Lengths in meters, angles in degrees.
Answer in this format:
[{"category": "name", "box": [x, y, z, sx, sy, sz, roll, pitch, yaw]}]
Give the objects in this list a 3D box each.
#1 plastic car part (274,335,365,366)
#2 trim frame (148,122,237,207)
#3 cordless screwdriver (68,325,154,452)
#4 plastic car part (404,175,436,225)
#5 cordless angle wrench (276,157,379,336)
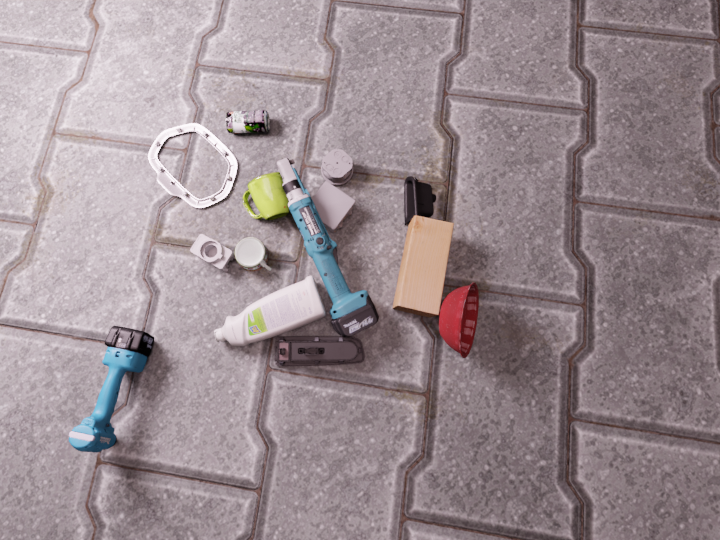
[{"category": "plastic car part", "box": [-0.091, 0.176, 0.938, 0.203, 0.066, 0.068, 0, 71, -1]}, {"category": "trim frame", "box": [-0.424, -0.269, 1.067, 0.253, 0.027, 0.183, 44, 83, 9]}, {"category": "cordless screwdriver", "box": [-0.524, 0.255, 0.909, 0.074, 0.157, 0.253, 11, 63, -4]}, {"category": "plastic car part", "box": [0.146, -0.169, 1.012, 0.069, 0.066, 0.118, 7, 74, -15]}, {"category": "cordless angle wrench", "box": [-0.093, -0.061, 0.950, 0.096, 0.075, 0.426, -24, 85, -14]}]
